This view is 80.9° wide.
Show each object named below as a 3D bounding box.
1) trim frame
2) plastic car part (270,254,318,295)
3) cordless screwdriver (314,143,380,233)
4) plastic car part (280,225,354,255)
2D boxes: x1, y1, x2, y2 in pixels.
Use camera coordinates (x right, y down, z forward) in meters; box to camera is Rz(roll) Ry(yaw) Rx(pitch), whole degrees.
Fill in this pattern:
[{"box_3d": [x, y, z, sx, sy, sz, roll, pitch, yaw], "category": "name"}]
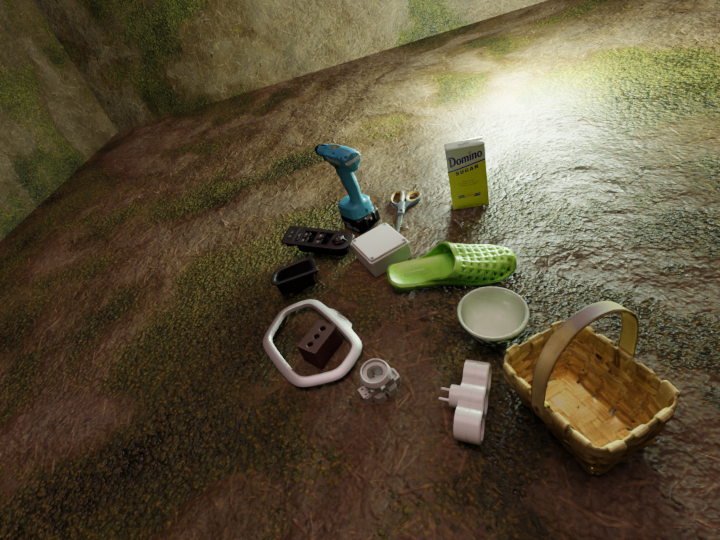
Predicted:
[{"box_3d": [-0.106, 0.149, 0.908, 0.182, 0.026, 0.263, -37, 41, -17], "category": "trim frame"}, {"box_3d": [-0.158, 0.023, 1.044, 0.116, 0.068, 0.069, -23, 38, -3], "category": "plastic car part"}, {"box_3d": [-0.041, -0.228, 1.141, 0.073, 0.238, 0.169, -37, 41, -21], "category": "cordless screwdriver"}, {"box_3d": [-0.111, -0.073, 1.134, 0.212, 0.064, 0.066, 5, 45, 29], "category": "plastic car part"}]
